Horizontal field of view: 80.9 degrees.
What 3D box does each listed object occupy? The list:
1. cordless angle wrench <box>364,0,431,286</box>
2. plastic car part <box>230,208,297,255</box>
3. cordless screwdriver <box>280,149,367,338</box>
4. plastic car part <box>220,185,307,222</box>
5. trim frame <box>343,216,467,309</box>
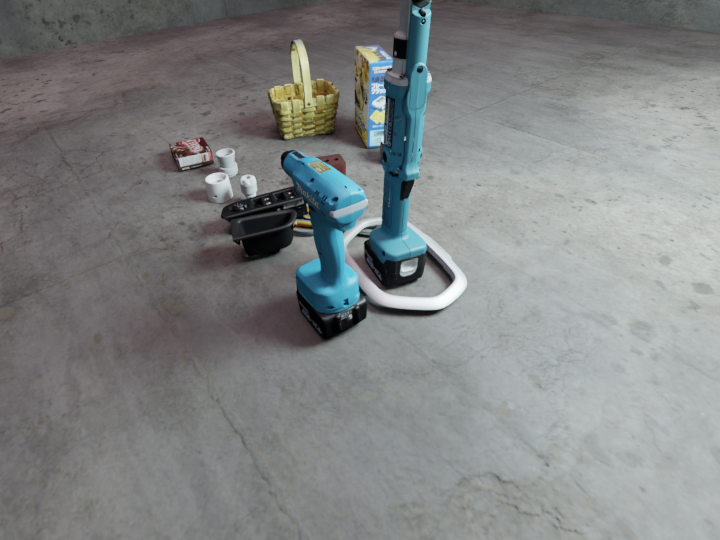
[{"bbox_3d":[0.058,-0.161,0.590,0.073,0.409,0.103,-14,42,-17],"label":"cordless angle wrench"},{"bbox_3d":[-0.166,-0.060,0.751,0.115,0.068,0.069,-10,41,-10],"label":"plastic car part"},{"bbox_3d":[-0.057,-0.037,0.583,0.072,0.241,0.168,-22,44,-25],"label":"cordless screwdriver"},{"bbox_3d":[-0.171,-0.122,0.827,0.200,0.065,0.070,-13,41,-12],"label":"plastic car part"},{"bbox_3d":[0.064,-0.019,0.718,0.180,0.026,0.262,-20,43,-19],"label":"trim frame"}]
